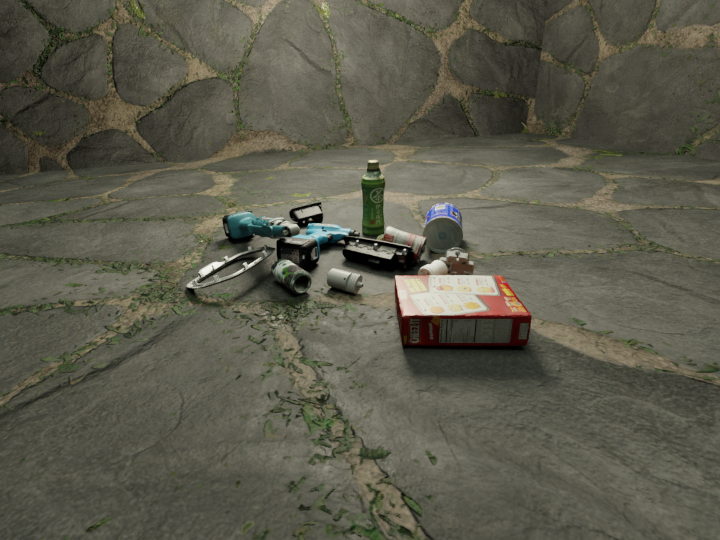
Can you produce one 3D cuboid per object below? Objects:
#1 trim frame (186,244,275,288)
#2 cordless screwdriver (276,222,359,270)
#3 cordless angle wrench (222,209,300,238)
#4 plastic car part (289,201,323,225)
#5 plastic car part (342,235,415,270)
[{"bbox_3d":[-0.317,-0.014,1.044,0.191,0.027,0.245,-9,22,32],"label":"trim frame"},{"bbox_3d":[-0.112,-0.073,1.142,0.165,0.073,0.245,5,22,20],"label":"cordless screwdriver"},{"bbox_3d":[-0.268,-0.118,1.148,0.095,0.073,0.444,-18,16,-30],"label":"cordless angle wrench"},{"bbox_3d":[-0.171,-0.177,1.403,0.113,0.064,0.075,-17,41,-23],"label":"plastic car part"},{"bbox_3d":[0.034,-0.038,1.072,0.214,0.063,0.067,18,56,36],"label":"plastic car part"}]
